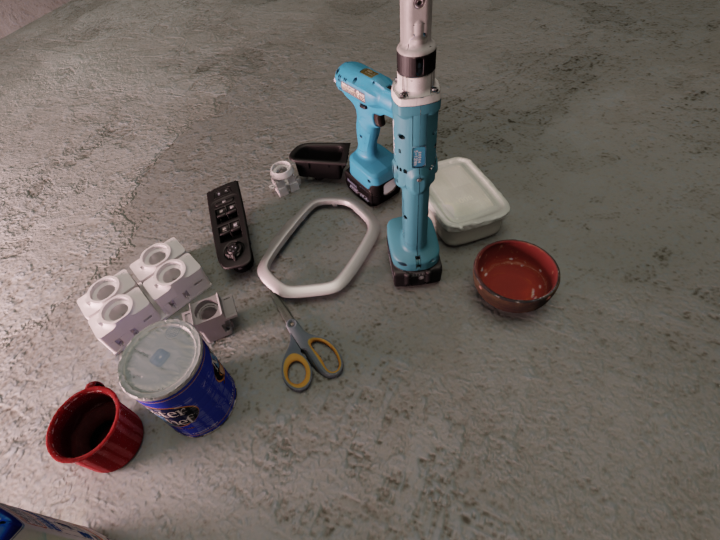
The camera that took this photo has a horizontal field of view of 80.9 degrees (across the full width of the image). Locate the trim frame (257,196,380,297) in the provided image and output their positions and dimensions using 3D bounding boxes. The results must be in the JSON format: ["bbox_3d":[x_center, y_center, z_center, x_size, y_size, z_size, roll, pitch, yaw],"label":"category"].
[{"bbox_3d":[-0.073,-0.047,0.742,0.192,0.026,0.248,17,56,23],"label":"trim frame"}]

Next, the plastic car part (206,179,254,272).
[{"bbox_3d":[-0.233,-0.072,0.769,0.066,0.064,0.212,-18,50,-6],"label":"plastic car part"}]

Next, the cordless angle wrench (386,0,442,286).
[{"bbox_3d":[0.068,-0.133,0.538,0.075,0.406,0.101,-7,51,1],"label":"cordless angle wrench"}]

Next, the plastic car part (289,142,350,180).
[{"bbox_3d":[-0.079,-0.213,0.851,0.119,0.068,0.067,3,52,12],"label":"plastic car part"}]

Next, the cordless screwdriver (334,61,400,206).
[{"bbox_3d":[0.032,-0.216,0.721,0.073,0.239,0.168,-32,54,-18],"label":"cordless screwdriver"}]
